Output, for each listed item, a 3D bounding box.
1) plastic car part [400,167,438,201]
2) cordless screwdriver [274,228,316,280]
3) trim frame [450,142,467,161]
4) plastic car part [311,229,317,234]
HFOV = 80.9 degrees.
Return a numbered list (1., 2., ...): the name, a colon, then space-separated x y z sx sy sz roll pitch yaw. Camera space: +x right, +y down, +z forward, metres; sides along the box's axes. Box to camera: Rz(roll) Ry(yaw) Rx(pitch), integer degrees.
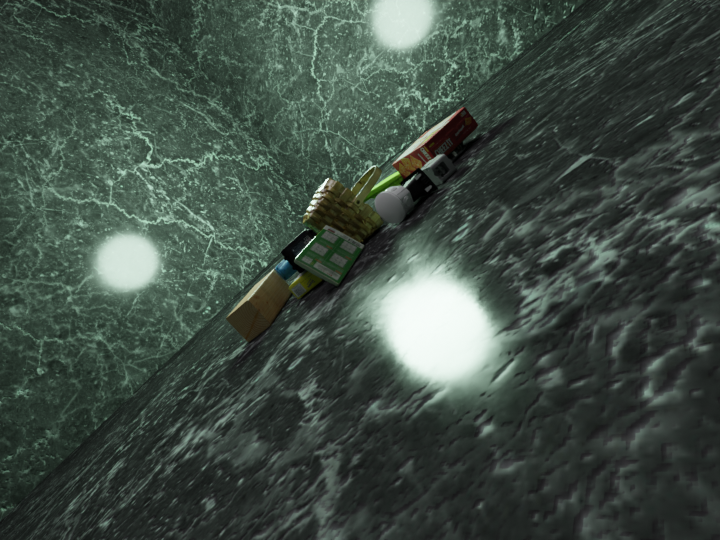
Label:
1. plastic car part: 0.114 -0.182 0.994 0.070 0.065 0.119 -45 8 -18
2. cordless screwdriver: -0.150 -0.052 1.138 0.158 0.074 0.252 -44 5 -17
3. trim frame: 0.216 -0.304 1.210 0.184 0.027 0.251 -40 10 4
4. plastic car part: -0.131 -0.085 1.335 0.199 0.067 0.068 104 -178 -71
